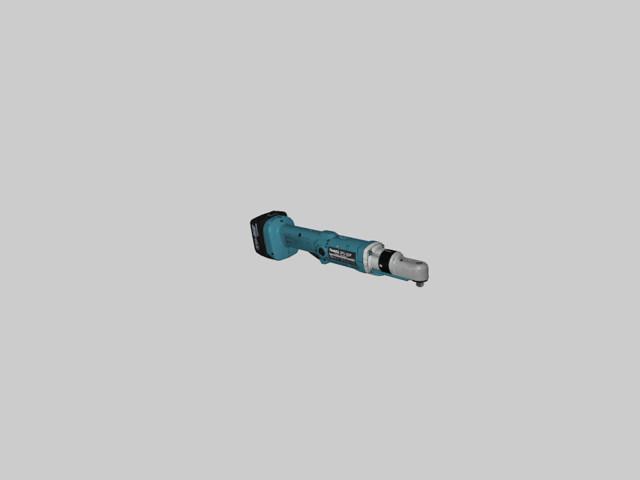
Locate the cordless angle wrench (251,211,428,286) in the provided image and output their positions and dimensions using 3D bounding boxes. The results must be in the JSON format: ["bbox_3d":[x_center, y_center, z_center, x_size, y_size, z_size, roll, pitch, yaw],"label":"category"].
[{"bbox_3d":[0.020,0.016,0.809,0.074,0.098,0.423,-24,25,-39],"label":"cordless angle wrench"}]
